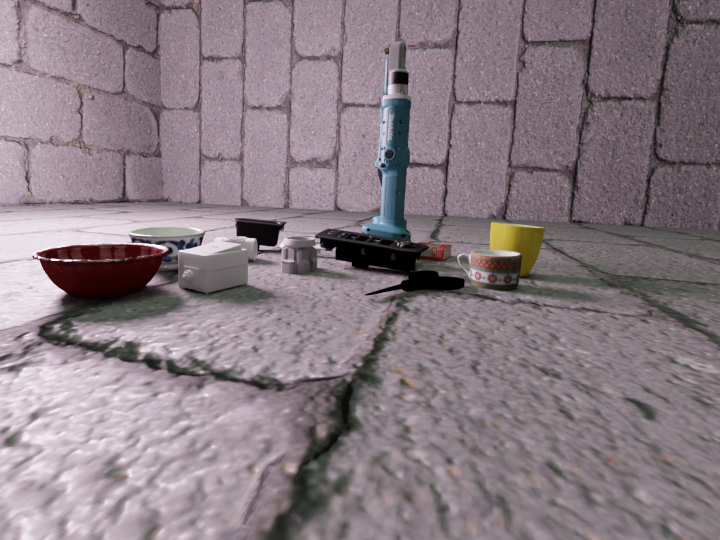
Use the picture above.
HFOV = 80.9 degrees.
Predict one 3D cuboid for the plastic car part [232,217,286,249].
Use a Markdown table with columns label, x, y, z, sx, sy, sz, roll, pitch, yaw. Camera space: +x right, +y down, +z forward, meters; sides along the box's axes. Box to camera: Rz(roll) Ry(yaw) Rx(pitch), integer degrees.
| label | x | y | z | sx | sy | sz | roll | pitch | yaw |
| --- | --- | --- | --- | --- | --- | --- | --- | --- | --- |
| plastic car part | -0.230 | -0.081 | 0.955 | 0.117 | 0.070 | 0.066 | 3 | 9 | 3 |

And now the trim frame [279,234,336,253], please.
| label | x | y | z | sx | sy | sz | roll | pitch | yaw |
| --- | --- | --- | --- | --- | --- | --- | --- | --- | --- |
| trim frame | -0.098 | -0.064 | 1.006 | 0.180 | 0.027 | 0.257 | -1 | 11 | -16 |

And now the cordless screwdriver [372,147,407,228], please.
| label | x | y | z | sx | sy | sz | roll | pitch | yaw |
| --- | --- | --- | --- | --- | --- | --- | --- | --- | --- |
| cordless screwdriver | 0.072 | -0.161 | 0.959 | 0.076 | 0.246 | 0.156 | 5 | 9 | 13 |

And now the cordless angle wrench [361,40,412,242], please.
| label | x | y | z | sx | sy | sz | roll | pitch | yaw |
| --- | --- | --- | --- | --- | --- | --- | --- | --- | --- |
| cordless angle wrench | 0.063 | -0.223 | 0.824 | 0.102 | 0.419 | 0.072 | 6 | 9 | 25 |

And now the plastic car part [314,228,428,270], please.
| label | x | y | z | sx | sy | sz | roll | pitch | yaw |
| --- | --- | --- | --- | --- | --- | --- | --- | --- | --- |
| plastic car part | 0.018 | -0.035 | 0.775 | 0.210 | 0.066 | 0.064 | 6 | 10 | 21 |
